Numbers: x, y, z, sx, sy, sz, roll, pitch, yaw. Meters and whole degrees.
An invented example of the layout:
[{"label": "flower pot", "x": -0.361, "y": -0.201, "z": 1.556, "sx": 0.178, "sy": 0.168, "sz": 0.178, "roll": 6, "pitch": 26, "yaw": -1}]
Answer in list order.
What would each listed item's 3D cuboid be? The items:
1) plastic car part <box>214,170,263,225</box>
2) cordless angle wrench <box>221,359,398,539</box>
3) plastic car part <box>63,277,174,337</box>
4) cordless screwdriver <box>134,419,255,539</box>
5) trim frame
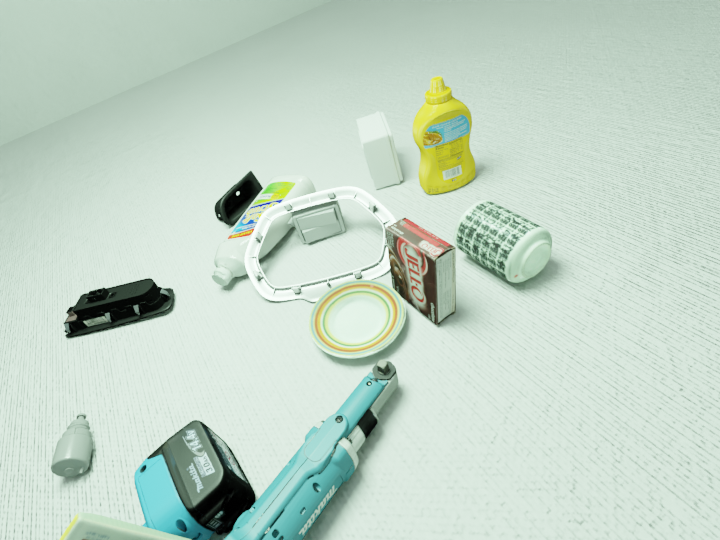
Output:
[{"label": "plastic car part", "x": -0.264, "y": -0.146, "z": 0.883, "sx": 0.075, "sy": 0.063, "sz": 0.116, "roll": 7, "pitch": 48, "yaw": 48}, {"label": "cordless angle wrench", "x": -0.088, "y": 0.239, "z": 0.370, "sx": 0.078, "sy": 0.094, "sz": 0.418, "roll": 18, "pitch": 49, "yaw": 35}, {"label": "plastic car part", "x": -0.415, "y": 0.054, "z": 0.719, "sx": 0.205, "sy": 0.064, "sz": 0.068, "roll": -10, "pitch": 34, "yaw": 7}, {"label": "cordless screwdriver", "x": -0.237, "y": 0.259, "z": 0.413, "sx": 0.246, "sy": 0.071, "sz": 0.169, "roll": -43, "pitch": 45, "yaw": -20}, {"label": "trim frame", "x": -0.065, "y": -0.042, "z": 0.662, "sx": 0.250, "sy": 0.026, "sz": 0.189, "roll": -14, "pitch": 68, "yaw": 4}]
